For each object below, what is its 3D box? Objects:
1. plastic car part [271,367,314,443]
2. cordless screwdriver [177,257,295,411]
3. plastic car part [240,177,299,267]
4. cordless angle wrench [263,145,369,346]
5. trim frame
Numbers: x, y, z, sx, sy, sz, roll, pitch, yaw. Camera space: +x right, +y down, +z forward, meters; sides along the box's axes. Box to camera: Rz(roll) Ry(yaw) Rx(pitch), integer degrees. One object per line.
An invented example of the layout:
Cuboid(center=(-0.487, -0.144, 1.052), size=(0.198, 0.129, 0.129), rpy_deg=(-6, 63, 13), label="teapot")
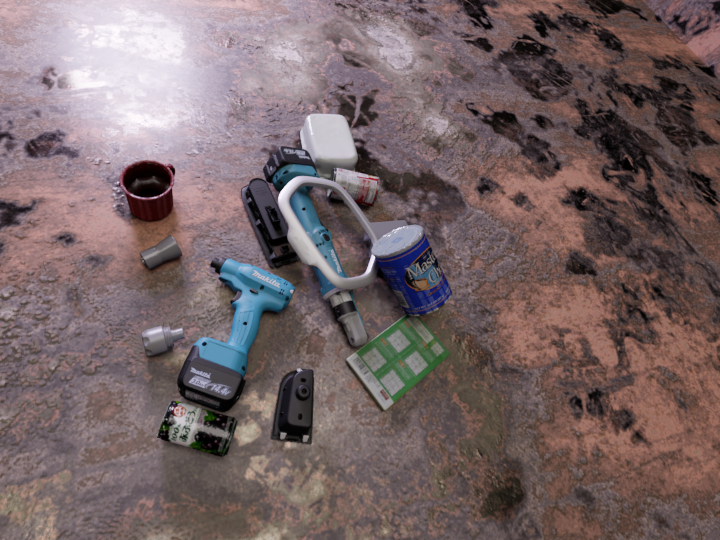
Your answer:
Cuboid(center=(-0.098, 0.207, 0.673), size=(0.064, 0.071, 0.119), rpy_deg=(11, 61, -14), label="plastic car part")
Cuboid(center=(-0.225, 0.092, 0.708), size=(0.159, 0.074, 0.251), rpy_deg=(23, 53, -2), label="cordless screwdriver")
Cuboid(center=(-0.186, -0.108, 0.847), size=(0.065, 0.066, 0.211), rpy_deg=(-20, 64, -19), label="plastic car part")
Cuboid(center=(-0.081, -0.053, 0.832), size=(0.093, 0.075, 0.436), rpy_deg=(-3, 62, -44), label="cordless angle wrench")
Cuboid(center=(-0.054, -0.076, 0.803), size=(0.180, 0.028, 0.250), rpy_deg=(-32, 85, -40), label="trim frame")
